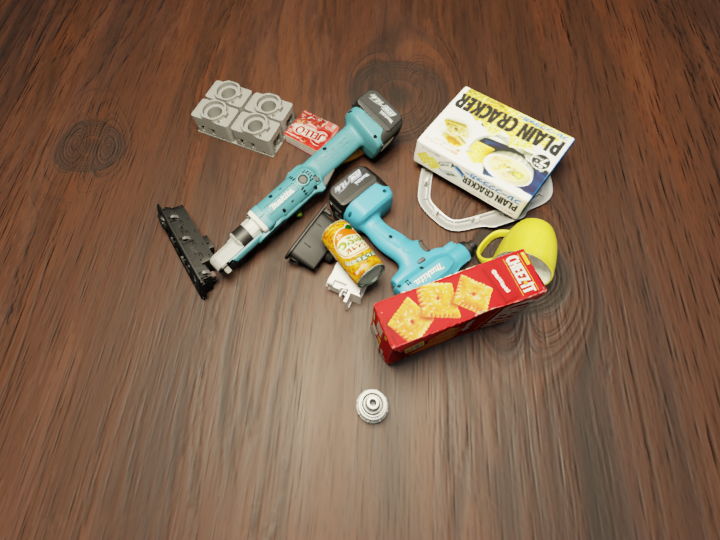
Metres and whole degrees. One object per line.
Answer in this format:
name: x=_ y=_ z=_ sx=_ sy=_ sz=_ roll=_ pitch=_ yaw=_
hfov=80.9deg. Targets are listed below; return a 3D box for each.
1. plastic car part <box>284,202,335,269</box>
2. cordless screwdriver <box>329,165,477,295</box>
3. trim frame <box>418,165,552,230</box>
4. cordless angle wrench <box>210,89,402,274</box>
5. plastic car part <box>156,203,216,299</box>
plastic car part: x=-0.072 y=-0.047 z=0.739 sx=0.071 sy=0.066 sz=0.116 roll=32 pitch=75 yaw=1
cordless screwdriver: x=0.067 y=-0.075 z=0.728 sx=0.158 sy=0.072 sz=0.257 roll=-35 pitch=71 yaw=-11
trim frame: x=0.226 y=-0.161 z=0.776 sx=0.247 sy=0.027 sz=0.191 roll=-18 pitch=66 yaw=-5
cordless angle wrench: x=-0.101 y=-0.152 z=0.750 sx=0.099 sy=0.074 sz=0.421 roll=45 pitch=78 yaw=2
plastic car part: x=-0.308 y=-0.050 z=0.759 sx=0.066 sy=0.065 sz=0.211 roll=-32 pitch=66 yaw=-21
